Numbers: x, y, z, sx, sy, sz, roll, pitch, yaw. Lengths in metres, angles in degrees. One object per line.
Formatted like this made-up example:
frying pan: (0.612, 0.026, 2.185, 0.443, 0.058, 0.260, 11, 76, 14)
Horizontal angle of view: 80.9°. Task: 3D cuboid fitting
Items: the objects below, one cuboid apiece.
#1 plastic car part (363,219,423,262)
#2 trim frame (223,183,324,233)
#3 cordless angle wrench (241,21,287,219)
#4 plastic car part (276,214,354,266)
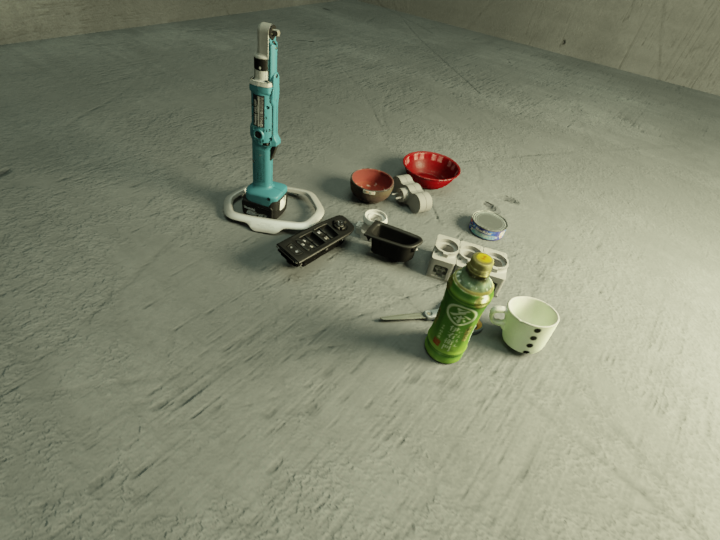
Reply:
plastic car part: (0.069, -0.052, 0.919, 0.121, 0.069, 0.065, 24, 43, 18)
trim frame: (-0.211, -0.155, 1.032, 0.250, 0.027, 0.188, 9, 42, 3)
cordless angle wrench: (-0.204, -0.297, 0.901, 0.100, 0.413, 0.074, 21, 42, 11)
plastic car part: (-0.089, -0.058, 0.909, 0.069, 0.065, 0.199, 32, 48, 25)
